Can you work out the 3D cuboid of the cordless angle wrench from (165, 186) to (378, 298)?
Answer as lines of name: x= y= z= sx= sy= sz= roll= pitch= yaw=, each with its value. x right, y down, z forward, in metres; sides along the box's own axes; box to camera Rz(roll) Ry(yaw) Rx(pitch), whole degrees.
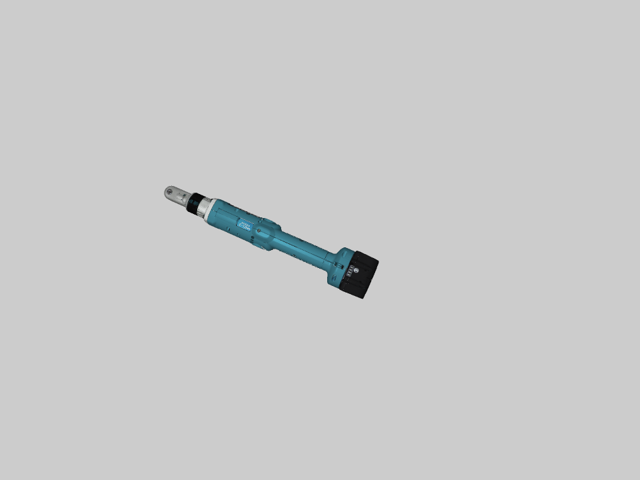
cordless angle wrench: x=-0.102 y=-0.011 z=0.783 sx=0.423 sy=0.074 sz=0.098 roll=23 pitch=-5 yaw=7
